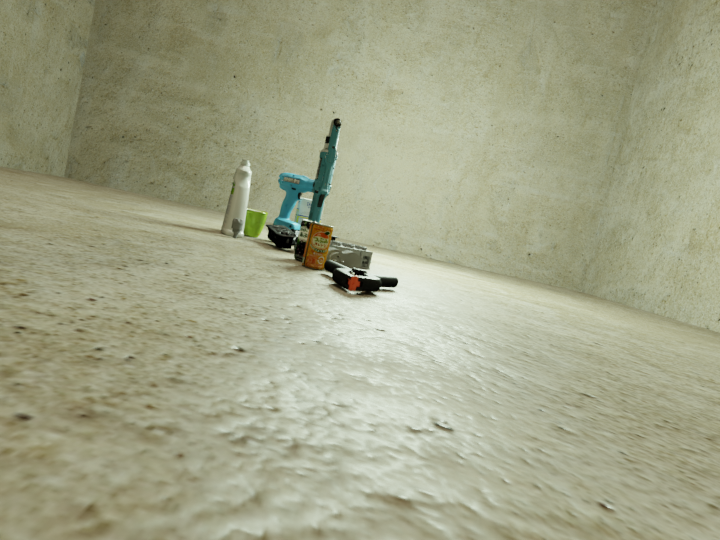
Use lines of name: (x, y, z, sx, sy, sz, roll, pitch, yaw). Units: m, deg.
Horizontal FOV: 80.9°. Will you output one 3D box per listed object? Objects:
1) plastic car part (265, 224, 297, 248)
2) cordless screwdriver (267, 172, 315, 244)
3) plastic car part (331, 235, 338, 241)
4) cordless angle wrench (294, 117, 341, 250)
plastic car part: (-0.252, -0.106, 1.324, 0.064, 0.067, 0.211, 10, 6, -24)
cordless screwdriver: (-0.228, -0.209, 1.475, 0.164, 0.248, 0.072, 14, 4, 16)
plastic car part: (-0.135, -0.089, 1.385, 0.122, 0.071, 0.063, 16, 5, 31)
cordless angle wrench: (-0.119, -0.256, 1.299, 0.072, 0.422, 0.102, 11, 4, -23)
